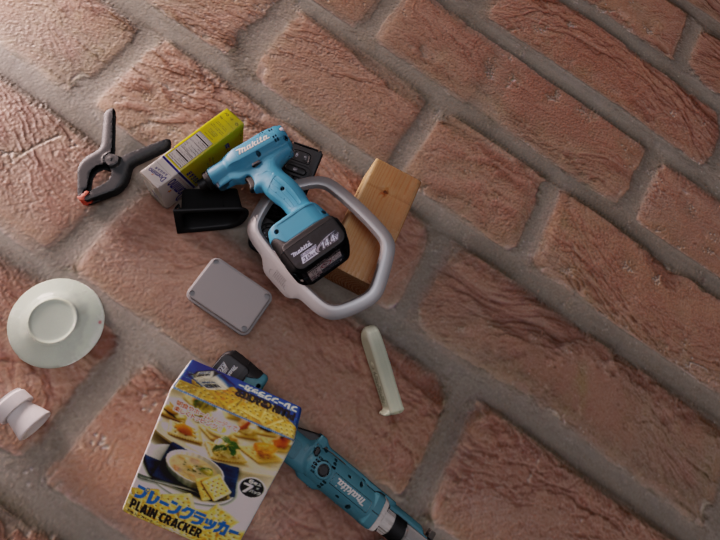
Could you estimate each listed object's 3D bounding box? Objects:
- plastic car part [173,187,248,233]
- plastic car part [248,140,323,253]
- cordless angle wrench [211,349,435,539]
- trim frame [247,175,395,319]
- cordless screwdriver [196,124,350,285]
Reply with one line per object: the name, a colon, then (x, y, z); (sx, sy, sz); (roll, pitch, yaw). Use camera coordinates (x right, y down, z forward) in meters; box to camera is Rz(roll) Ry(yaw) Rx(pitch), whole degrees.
plastic car part: (-0.249, -0.109, 0.701); (0.114, 0.065, 0.073); (-9, 64, -18)
plastic car part: (-0.131, -0.115, 0.716); (0.066, 0.067, 0.204); (21, 75, -5)
cordless angle wrench: (-0.060, 0.283, 0.619); (0.422, 0.075, 0.097); (40, 71, -1)
trim frame: (-0.063, -0.041, 0.645); (0.183, 0.027, 0.256); (-43, 74, -9)
cordless screwdriver: (-0.132, -0.092, 0.624); (0.159, 0.072, 0.258); (-31, 68, -4)
